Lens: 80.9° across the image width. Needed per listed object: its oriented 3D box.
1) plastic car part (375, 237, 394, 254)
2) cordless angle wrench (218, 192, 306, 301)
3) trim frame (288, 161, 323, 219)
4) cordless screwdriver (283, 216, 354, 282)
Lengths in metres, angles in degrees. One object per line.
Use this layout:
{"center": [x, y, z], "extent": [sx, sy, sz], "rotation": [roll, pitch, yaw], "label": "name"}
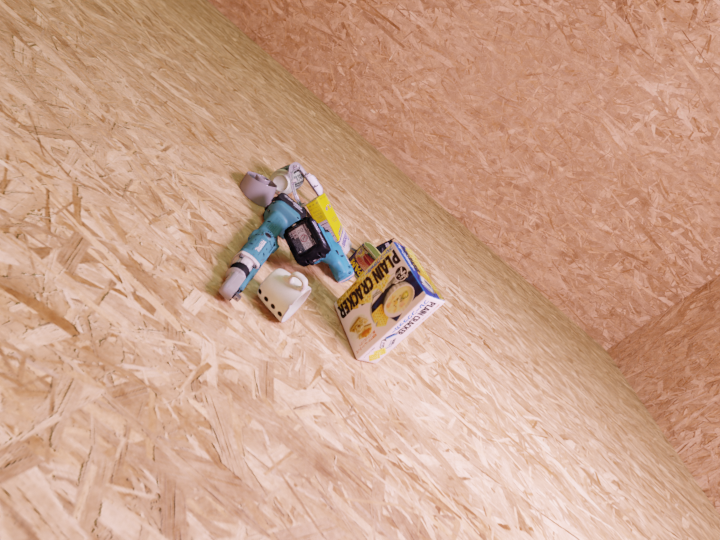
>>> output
{"center": [0.059, -0.054, 1.317], "extent": [0.197, 0.068, 0.067], "rotation": [-19, 89, -67], "label": "plastic car part"}
{"center": [-0.214, -0.058, 0.919], "extent": [0.096, 0.075, 0.428], "rotation": [38, 25, -13], "label": "cordless angle wrench"}
{"center": [-0.141, -0.212, 1.255], "extent": [0.237, 0.028, 0.189], "rotation": [52, 25, -32], "label": "trim frame"}
{"center": [-0.100, -0.065, 1.020], "extent": [0.165, 0.075, 0.238], "rotation": [62, 10, 21], "label": "cordless screwdriver"}
